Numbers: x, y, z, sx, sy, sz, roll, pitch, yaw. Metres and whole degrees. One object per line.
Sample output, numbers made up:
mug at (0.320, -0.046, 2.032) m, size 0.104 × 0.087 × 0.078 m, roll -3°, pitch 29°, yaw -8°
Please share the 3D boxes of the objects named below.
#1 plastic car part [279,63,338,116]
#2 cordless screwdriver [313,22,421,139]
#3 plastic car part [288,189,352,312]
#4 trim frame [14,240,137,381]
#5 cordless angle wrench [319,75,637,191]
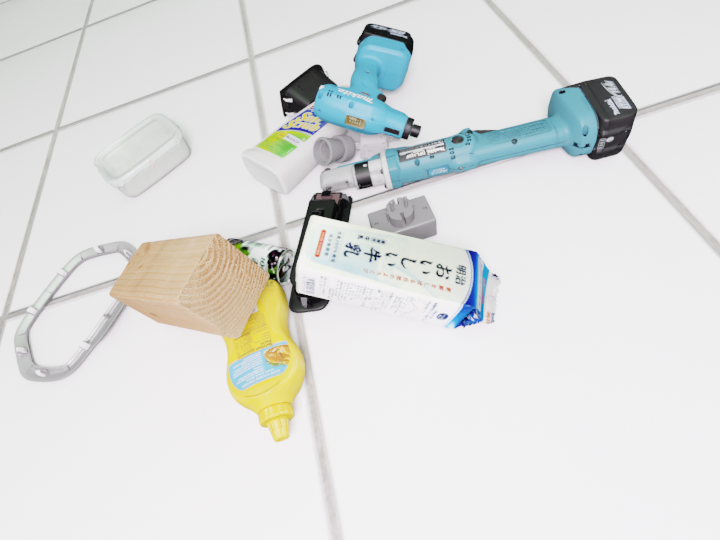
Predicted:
plastic car part at (-0.086, -0.329, 0.789) m, size 0.073 × 0.064 × 0.115 m, roll 42°, pitch 73°, yaw 16°
cordless screwdriver at (0.038, -0.301, 0.682) m, size 0.161 × 0.073 × 0.251 m, roll 18°, pitch 52°, yaw 4°
plastic car part at (-0.058, -0.038, 0.597) m, size 0.067 × 0.064 × 0.207 m, roll 4°, pitch 63°, yaw 9°
trim frame at (-0.449, 0.054, 0.672) m, size 0.192 × 0.026 × 0.250 m, roll 15°, pitch 63°, yaw 23°
cordless angle wrench at (0.144, -0.173, 0.617) m, size 0.430 × 0.071 × 0.101 m, roll -11°, pitch 57°, yaw 12°
